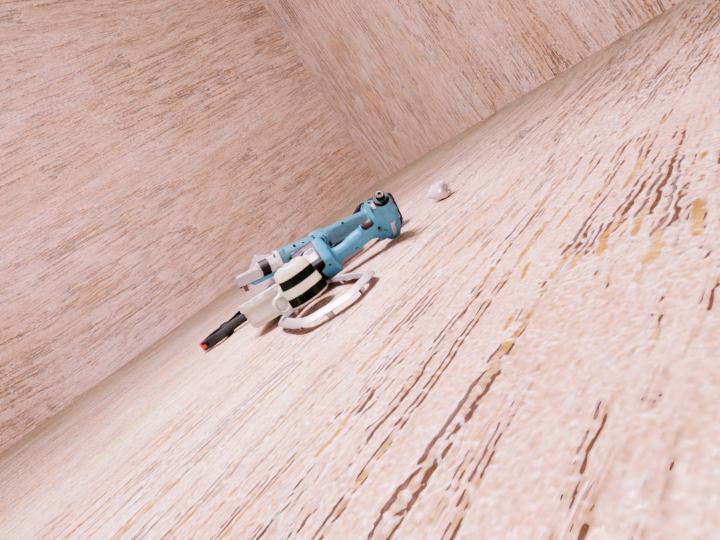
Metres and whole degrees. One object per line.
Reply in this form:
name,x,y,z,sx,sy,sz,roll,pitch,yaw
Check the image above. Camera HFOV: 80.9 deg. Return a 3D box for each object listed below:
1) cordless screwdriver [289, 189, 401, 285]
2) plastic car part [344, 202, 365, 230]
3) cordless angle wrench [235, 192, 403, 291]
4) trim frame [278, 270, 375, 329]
cordless screwdriver,-0.030,-0.065,0.885,0.249,0.078,0.152,-33,-27,0
plastic car part,0.007,-0.153,1.320,0.068,0.069,0.117,-23,30,50
cordless angle wrench,-0.097,-0.064,0.994,0.415,0.098,0.076,-27,2,-18
trim frame,-0.064,0.051,0.780,0.182,0.027,0.255,-40,11,-23
